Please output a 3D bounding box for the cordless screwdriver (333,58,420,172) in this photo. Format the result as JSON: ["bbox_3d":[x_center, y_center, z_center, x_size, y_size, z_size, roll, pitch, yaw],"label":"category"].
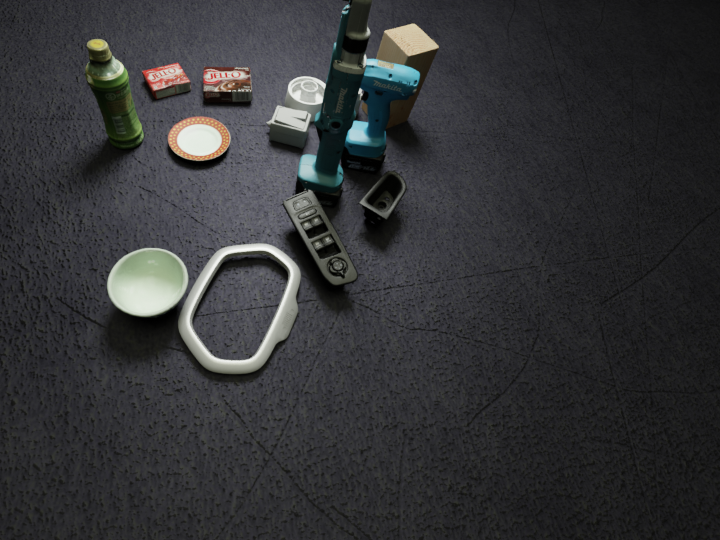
[{"bbox_3d":[0.005,-0.316,0.864,0.158,0.246,0.076,14,59,-6],"label":"cordless screwdriver"}]

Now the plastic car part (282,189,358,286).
[{"bbox_3d":[-0.078,-0.051,0.795,0.065,0.066,0.211,-22,66,-23],"label":"plastic car part"}]

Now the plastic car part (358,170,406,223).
[{"bbox_3d":[0.046,-0.142,0.869,0.067,0.070,0.116,33,59,7],"label":"plastic car part"}]

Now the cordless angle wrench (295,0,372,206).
[{"bbox_3d":[-0.043,-0.266,0.724,0.097,0.418,0.076,11,59,-9],"label":"cordless angle wrench"}]

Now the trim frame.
[{"bbox_3d":[-0.202,0.057,0.731,0.185,0.027,0.251,18,58,1],"label":"trim frame"}]
